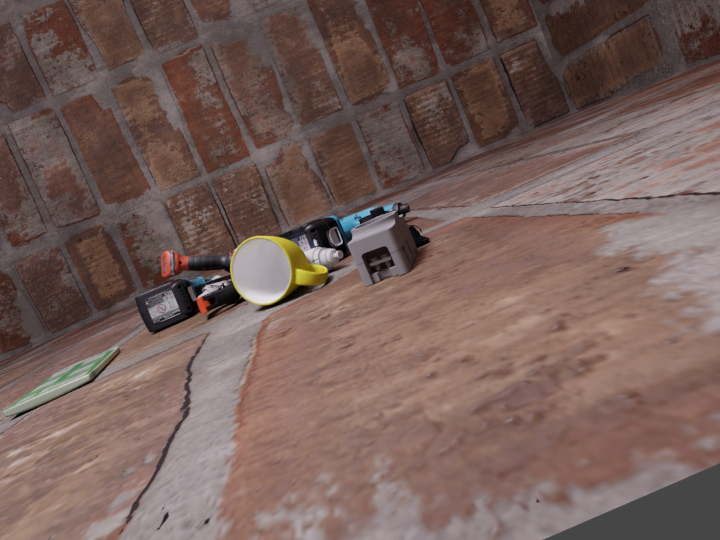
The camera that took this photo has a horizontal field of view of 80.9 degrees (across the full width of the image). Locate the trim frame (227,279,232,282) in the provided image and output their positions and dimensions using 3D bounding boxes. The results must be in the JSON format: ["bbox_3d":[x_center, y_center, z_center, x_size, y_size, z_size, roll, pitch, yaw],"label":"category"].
[{"bbox_3d":[-0.215,0.004,0.928,0.259,0.027,0.179,-10,17,47],"label":"trim frame"}]

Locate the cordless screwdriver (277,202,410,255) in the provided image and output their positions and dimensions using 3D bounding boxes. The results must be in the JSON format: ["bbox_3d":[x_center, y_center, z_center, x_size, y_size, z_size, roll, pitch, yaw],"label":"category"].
[{"bbox_3d":[-0.022,-0.072,0.762,0.165,0.074,0.242,-17,8,35],"label":"cordless screwdriver"}]

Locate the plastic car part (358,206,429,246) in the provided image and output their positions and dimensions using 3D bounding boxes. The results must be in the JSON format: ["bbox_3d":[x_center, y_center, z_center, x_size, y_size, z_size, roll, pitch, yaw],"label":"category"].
[{"bbox_3d":[0.030,-0.058,0.613,0.066,0.066,0.205,-31,7,-3],"label":"plastic car part"}]

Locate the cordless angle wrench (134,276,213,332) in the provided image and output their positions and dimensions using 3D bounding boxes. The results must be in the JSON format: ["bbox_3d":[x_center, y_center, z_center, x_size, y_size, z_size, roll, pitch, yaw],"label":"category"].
[{"bbox_3d":[-0.395,0.051,0.978,0.097,0.074,0.429,-23,7,-7],"label":"cordless angle wrench"}]
